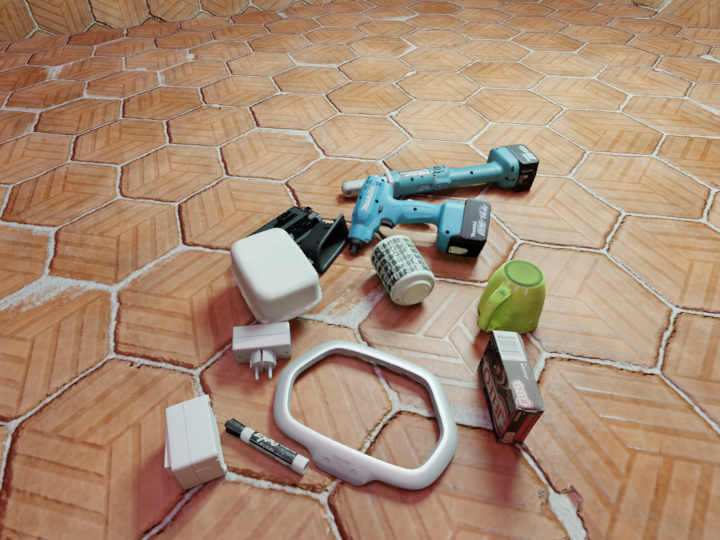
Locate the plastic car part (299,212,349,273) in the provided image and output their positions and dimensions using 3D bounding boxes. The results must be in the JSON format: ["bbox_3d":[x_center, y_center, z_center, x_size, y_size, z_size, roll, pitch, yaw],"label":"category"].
[{"bbox_3d":[-0.078,-0.051,0.797,0.074,0.063,0.116,10,46,33],"label":"plastic car part"}]

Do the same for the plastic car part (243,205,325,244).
[{"bbox_3d":[-0.154,-0.072,0.818,0.069,0.065,0.200,34,56,21],"label":"plastic car part"}]

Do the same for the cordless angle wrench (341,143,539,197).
[{"bbox_3d":[0.168,-0.204,0.935,0.421,0.072,0.102,-8,44,-3],"label":"cordless angle wrench"}]

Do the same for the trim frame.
[{"bbox_3d":[0.003,0.184,0.567,0.256,0.027,0.184,16,46,16],"label":"trim frame"}]

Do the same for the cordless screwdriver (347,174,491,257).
[{"bbox_3d":[0.104,-0.080,0.793,0.256,0.072,0.160,15,72,15],"label":"cordless screwdriver"}]
